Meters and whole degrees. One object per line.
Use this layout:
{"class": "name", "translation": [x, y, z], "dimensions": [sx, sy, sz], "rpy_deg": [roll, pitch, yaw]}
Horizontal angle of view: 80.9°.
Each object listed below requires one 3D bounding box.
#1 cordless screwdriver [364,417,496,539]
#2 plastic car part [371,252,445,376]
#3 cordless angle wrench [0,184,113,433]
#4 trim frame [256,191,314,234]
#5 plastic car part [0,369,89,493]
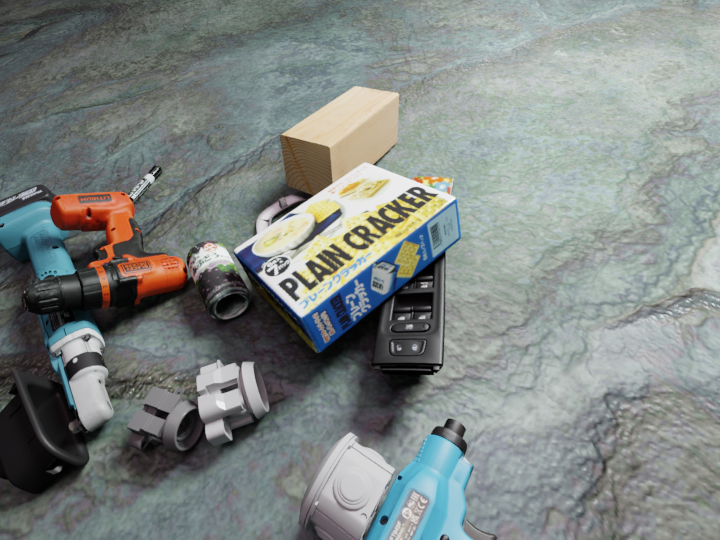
{"class": "cordless screwdriver", "translation": [0.132, 0.225, 0.292], "dimensions": [0.261, 0.071, 0.158], "rpy_deg": [20, 54, 29]}
{"class": "plastic car part", "translation": [0.066, 0.035, 0.469], "dimensions": [0.068, 0.064, 0.207], "rpy_deg": [-13, 41, 24]}
{"class": "cordless angle wrench", "translation": [-0.400, 0.029, 0.557], "dimensions": [0.096, 0.071, 0.446], "rpy_deg": [-32, 54, -20]}
{"class": "trim frame", "translation": [-0.057, -0.037, 0.585], "dimensions": [0.183, 0.026, 0.261], "rpy_deg": [-20, 50, -7]}
{"class": "plastic car part", "translation": [-0.336, 0.172, 0.430], "dimensions": [0.070, 0.063, 0.123], "rpy_deg": [-42, 58, -9]}
